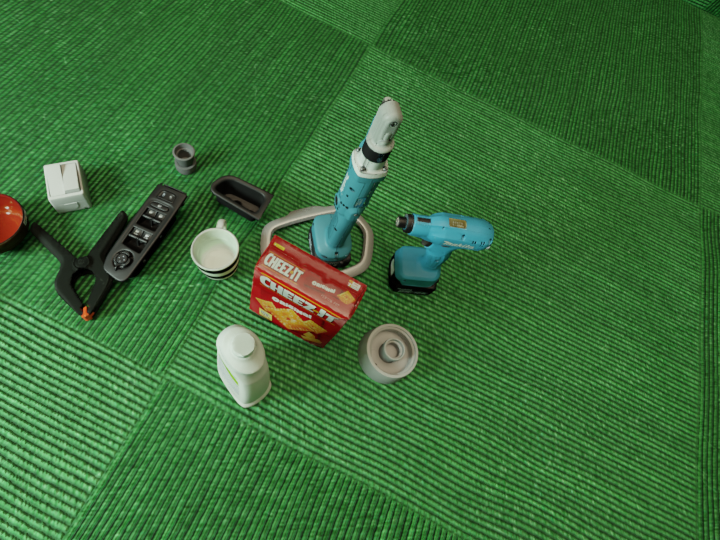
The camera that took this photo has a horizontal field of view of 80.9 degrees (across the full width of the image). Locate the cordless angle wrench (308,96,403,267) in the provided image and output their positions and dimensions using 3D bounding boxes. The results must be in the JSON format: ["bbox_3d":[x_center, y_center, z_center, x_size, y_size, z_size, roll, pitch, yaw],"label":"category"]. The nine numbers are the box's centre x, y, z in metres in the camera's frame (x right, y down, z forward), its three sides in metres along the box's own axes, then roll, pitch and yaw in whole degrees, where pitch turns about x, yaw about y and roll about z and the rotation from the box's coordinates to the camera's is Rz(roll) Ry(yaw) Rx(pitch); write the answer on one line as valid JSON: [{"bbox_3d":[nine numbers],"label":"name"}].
[{"bbox_3d":[-0.015,-0.118,0.699,0.072,0.421,0.100,-3,69,-18],"label":"cordless angle wrench"}]

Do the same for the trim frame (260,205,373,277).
[{"bbox_3d":[-0.086,-0.056,0.875,0.243,0.027,0.190,-18,70,-19],"label":"trim frame"}]

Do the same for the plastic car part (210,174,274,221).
[{"bbox_3d":[-0.244,-0.141,0.859,0.117,0.070,0.066,27,63,0],"label":"plastic car part"}]

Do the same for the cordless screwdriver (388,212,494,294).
[{"bbox_3d":[0.109,-0.032,0.780,0.157,0.248,0.076,9,66,-11],"label":"cordless screwdriver"}]

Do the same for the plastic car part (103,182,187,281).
[{"bbox_3d":[-0.403,-0.067,0.795,0.066,0.067,0.204,25,63,-2],"label":"plastic car part"}]
